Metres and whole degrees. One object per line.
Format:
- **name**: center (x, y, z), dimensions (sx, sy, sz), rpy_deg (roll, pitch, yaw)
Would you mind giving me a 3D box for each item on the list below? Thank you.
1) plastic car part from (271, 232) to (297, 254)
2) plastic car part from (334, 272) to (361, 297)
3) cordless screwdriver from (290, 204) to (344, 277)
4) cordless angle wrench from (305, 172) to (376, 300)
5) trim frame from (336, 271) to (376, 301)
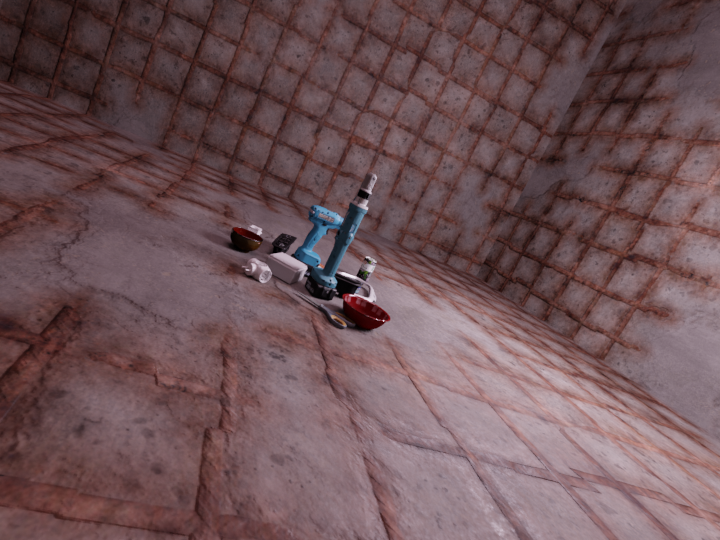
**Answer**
- **plastic car part**: center (-0.303, -0.096, 1.634), dimensions (0.066, 0.067, 0.204), rpy_deg (25, 12, -4)
- **plastic car part**: center (-0.063, 0.055, 1.446), dimensions (0.118, 0.071, 0.065), rpy_deg (26, 11, 4)
- **cordless screwdriver**: center (-0.147, -0.096, 1.503), dimensions (0.153, 0.248, 0.077), rpy_deg (21, 12, -23)
- **cordless angle wrench**: center (-0.050, -0.110, 1.334), dimensions (0.071, 0.421, 0.103), rpy_deg (19, 13, -33)
- **trim frame**: center (-0.021, 0.063, 1.600), dimensions (0.185, 0.027, 0.249), rpy_deg (24, 12, -1)
